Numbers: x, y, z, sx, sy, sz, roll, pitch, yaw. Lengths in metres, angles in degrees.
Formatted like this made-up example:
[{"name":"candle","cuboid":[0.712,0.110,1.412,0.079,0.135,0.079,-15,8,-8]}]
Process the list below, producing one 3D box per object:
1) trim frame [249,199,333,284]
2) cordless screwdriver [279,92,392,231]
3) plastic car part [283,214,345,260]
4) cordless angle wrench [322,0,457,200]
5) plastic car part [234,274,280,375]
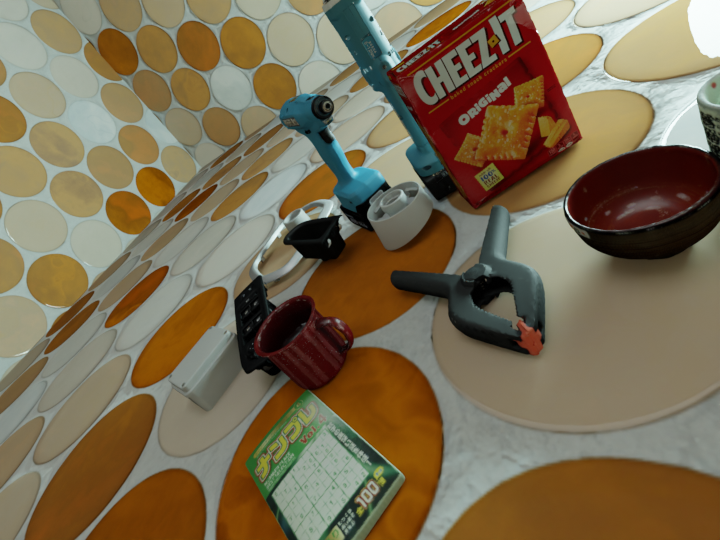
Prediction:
[{"name":"trim frame","cuboid":[-0.143,-0.062,0.881,0.192,0.026,0.249,-10,40,42]},{"name":"cordless screwdriver","cuboid":[-0.026,-0.175,0.680,0.074,0.238,0.167,-43,26,-9]},{"name":"plastic car part","cuboid":[-0.071,-0.047,0.731,0.122,0.068,0.066,-4,43,48]},{"name":"cordless angle wrench","cuboid":[0.030,-0.287,0.599,0.075,0.406,0.101,-34,25,12]},{"name":"plastic car part","cuboid":[-0.150,0.088,0.635,0.066,0.064,0.211,-38,28,3]}]
